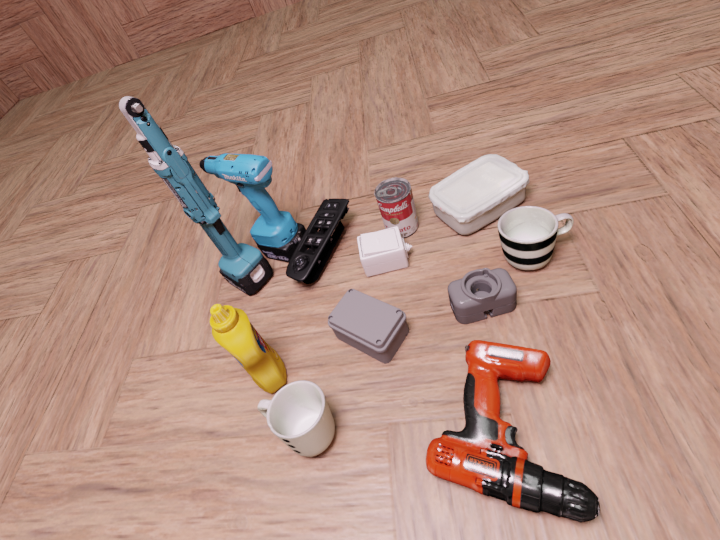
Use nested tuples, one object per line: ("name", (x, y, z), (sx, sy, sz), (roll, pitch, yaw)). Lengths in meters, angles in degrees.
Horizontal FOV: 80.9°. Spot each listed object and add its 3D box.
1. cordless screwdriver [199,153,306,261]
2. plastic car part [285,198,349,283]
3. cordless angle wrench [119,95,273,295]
("cordless screwdriver", (-0.209, -0.127, 0.835), (0.167, 0.237, 0.074), (14, 56, 29))
("plastic car part", (-0.082, -0.054, 0.840), (0.069, 0.064, 0.203), (10, 56, 28))
("cordless angle wrench", (-0.279, -0.113, 0.738), (0.103, 0.402, 0.074), (25, 62, 35))
